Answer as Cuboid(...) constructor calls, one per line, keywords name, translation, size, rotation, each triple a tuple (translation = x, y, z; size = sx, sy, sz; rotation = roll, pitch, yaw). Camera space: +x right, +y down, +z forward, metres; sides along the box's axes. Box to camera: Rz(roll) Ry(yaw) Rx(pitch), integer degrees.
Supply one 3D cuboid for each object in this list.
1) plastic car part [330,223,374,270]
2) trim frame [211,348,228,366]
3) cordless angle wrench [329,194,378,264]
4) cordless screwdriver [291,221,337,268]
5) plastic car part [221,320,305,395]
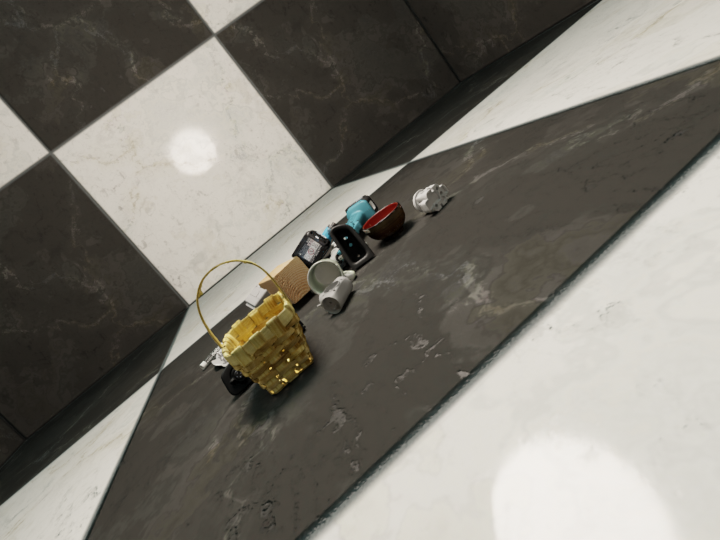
Cuboid(name="plastic car part", translation=(-0.023, -0.062, 1.060), size=(0.066, 0.119, 0.069), rotation=(-36, -12, 1))
Cuboid(name="trim frame", translation=(-0.331, 0.194, 1.164), size=(0.183, 0.027, 0.257), rotation=(-45, 19, -19))
Cuboid(name="cordless angle wrench", translation=(-0.030, -0.113, 1.244), size=(0.100, 0.073, 0.425), rotation=(-33, 17, 25))
Cuboid(name="cordless screwdriver", translation=(-0.121, -0.079, 1.236), size=(0.159, 0.075, 0.248), rotation=(-57, 1, 1))
Cuboid(name="plastic car part", translation=(-0.212, 0.172, 0.898), size=(0.201, 0.066, 0.068), rotation=(-46, 5, -24))
